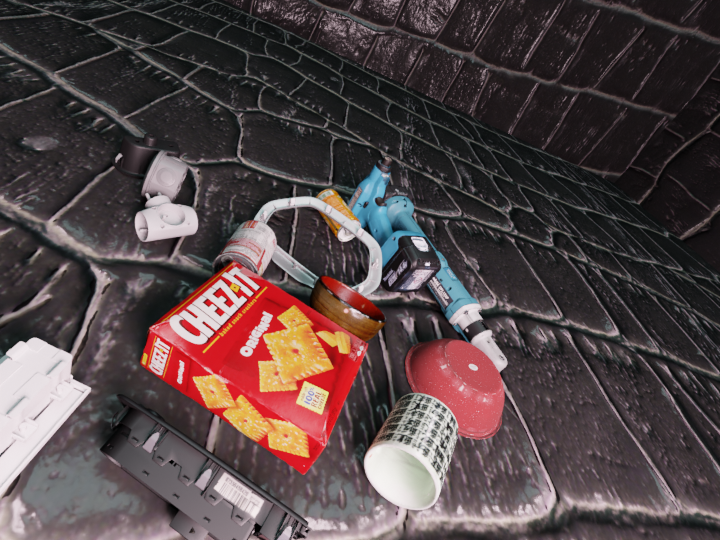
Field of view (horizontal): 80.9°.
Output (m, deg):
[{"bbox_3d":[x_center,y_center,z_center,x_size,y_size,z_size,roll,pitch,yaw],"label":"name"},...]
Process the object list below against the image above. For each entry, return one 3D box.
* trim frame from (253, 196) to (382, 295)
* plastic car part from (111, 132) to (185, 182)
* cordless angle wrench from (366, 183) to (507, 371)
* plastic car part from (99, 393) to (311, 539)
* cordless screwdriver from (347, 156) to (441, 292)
[{"bbox_3d":[-0.071,-0.047,0.730,0.255,0.027,0.181,38,53,13],"label":"trim frame"},{"bbox_3d":[-0.360,-0.200,0.730,0.111,0.071,0.069,3,40,-38],"label":"plastic car part"},{"bbox_3d":[0.135,-0.002,0.796,0.071,0.097,0.444,0,45,-34],"label":"cordless angle wrench"},{"bbox_3d":[-0.145,0.187,0.368,0.207,0.065,0.066,35,59,9],"label":"plastic car part"},{"bbox_3d":[0.059,-0.089,0.794,0.071,0.159,0.261,3,42,-35],"label":"cordless screwdriver"}]
